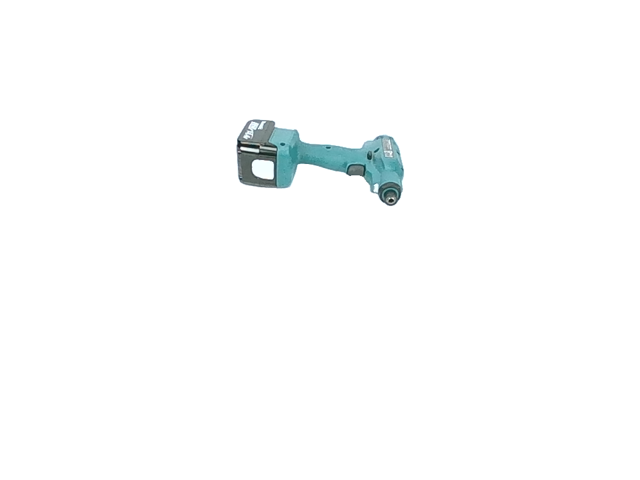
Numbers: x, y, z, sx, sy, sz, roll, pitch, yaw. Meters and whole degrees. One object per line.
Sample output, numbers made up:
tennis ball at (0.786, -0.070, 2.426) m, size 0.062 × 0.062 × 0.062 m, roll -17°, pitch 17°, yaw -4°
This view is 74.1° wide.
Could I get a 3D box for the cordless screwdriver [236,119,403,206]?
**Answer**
cordless screwdriver at (0.000, -0.111, 0.636) m, size 0.249 × 0.074 × 0.158 m, roll 4°, pitch 40°, yaw 0°
